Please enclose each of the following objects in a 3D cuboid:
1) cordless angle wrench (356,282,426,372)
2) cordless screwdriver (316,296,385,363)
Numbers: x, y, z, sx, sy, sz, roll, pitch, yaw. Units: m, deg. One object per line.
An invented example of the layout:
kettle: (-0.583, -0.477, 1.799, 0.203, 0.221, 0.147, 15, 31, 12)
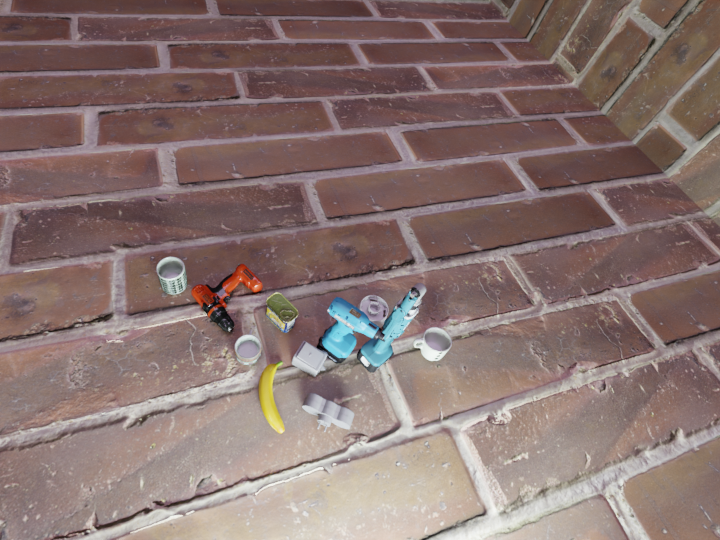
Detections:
cordless angle wrench: (0.087, 0.149, 1.110, 0.096, 0.417, 0.077, -33, 71, -32)
cordless screwdriver: (-0.031, 0.182, 1.170, 0.163, 0.245, 0.074, 34, 54, 9)
